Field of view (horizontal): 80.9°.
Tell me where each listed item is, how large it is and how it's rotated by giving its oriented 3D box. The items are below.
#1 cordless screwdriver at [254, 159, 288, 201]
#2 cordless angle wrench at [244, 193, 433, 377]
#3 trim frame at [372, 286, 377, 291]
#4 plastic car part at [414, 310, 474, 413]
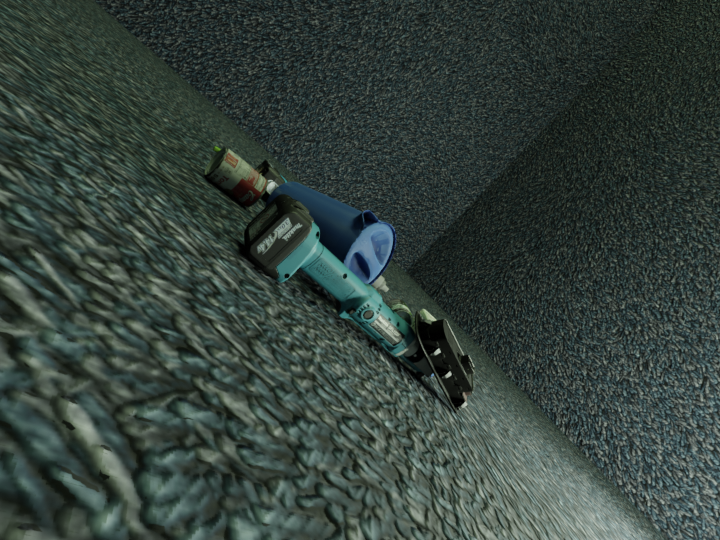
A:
[{"bbox_3d":[-0.181,-0.171,1.106,0.236,0.074,0.167,43,5,-32],"label":"cordless screwdriver"},{"bbox_3d":[0.001,0.054,0.657,0.403,0.098,0.077,43,9,-28],"label":"cordless angle wrench"},{"bbox_3d":[-0.024,0.008,1.074,0.177,0.027,0.258,41,5,-22],"label":"trim frame"},{"bbox_3d":[0.146,0.150,0.703,0.195,0.069,0.066,57,37,-24],"label":"plastic car part"}]
